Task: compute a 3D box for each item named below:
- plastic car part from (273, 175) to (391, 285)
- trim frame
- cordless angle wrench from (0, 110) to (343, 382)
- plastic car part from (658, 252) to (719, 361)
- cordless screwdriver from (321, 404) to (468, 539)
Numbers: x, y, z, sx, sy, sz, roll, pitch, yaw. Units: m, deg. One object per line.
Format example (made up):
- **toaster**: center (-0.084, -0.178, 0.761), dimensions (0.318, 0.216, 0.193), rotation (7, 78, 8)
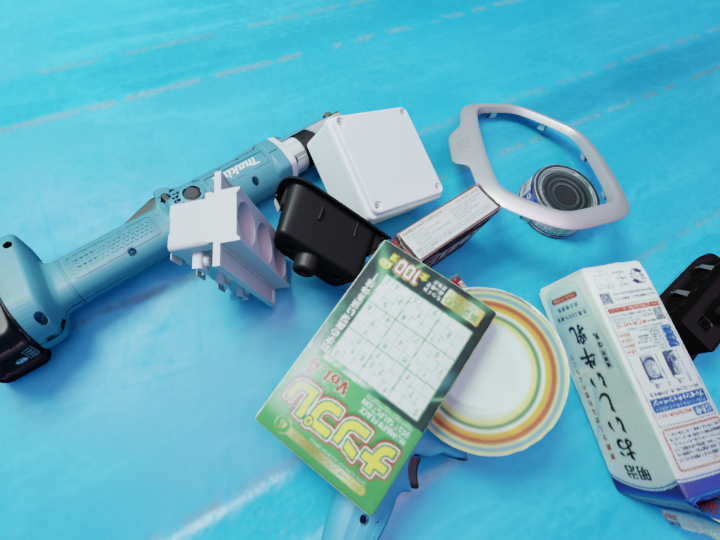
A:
- **plastic car part**: center (-0.038, -0.025, 0.390), dimensions (0.111, 0.068, 0.072), rotation (30, 55, -29)
- **trim frame**: center (0.196, -0.130, 0.487), dimensions (0.183, 0.027, 0.255), rotation (9, 48, -3)
- **cordless angle wrench**: center (-0.165, -0.060, 0.416), dimensions (0.416, 0.073, 0.101), rotation (-37, 72, -25)
- **plastic car part**: center (0.378, 0.039, 0.465), dimensions (0.199, 0.066, 0.069), rotation (-35, 71, -24)
- **cordless screwdriver**: center (0.024, 0.210, 0.325), dimensions (0.159, 0.073, 0.252), rotation (17, 61, -3)
